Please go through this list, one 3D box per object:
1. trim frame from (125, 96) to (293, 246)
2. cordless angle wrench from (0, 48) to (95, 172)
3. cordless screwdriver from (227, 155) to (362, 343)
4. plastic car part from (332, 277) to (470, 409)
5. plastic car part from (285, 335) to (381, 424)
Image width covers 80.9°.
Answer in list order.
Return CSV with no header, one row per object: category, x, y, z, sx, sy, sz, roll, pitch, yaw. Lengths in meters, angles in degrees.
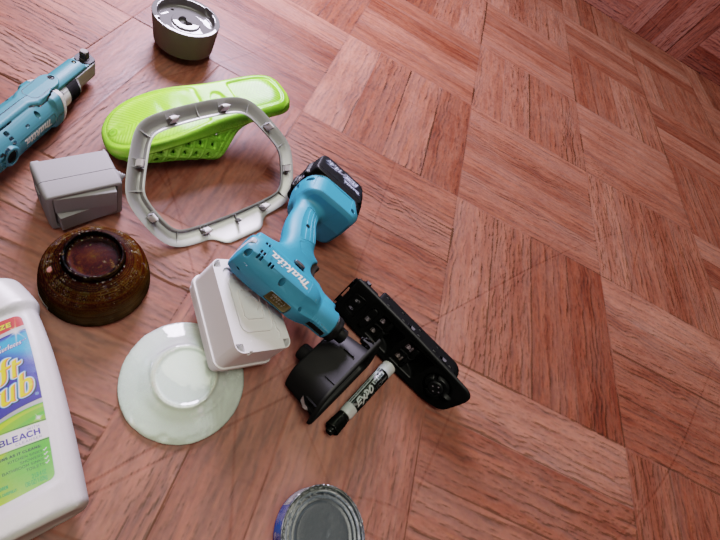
trim frame,-0.187,-0.131,0.563,0.242,0.029,0.180,-31,113,-39
cordless angle wrench,-0.421,-0.139,0.477,0.073,0.098,0.432,22,48,-14
cordless screwdriver,-0.054,-0.035,0.547,0.155,0.076,0.251,41,38,-17
plastic car part,0.056,0.094,0.557,0.207,0.067,0.065,47,26,11
plastic car part,-0.041,0.113,0.501,0.074,0.065,0.114,40,53,21
